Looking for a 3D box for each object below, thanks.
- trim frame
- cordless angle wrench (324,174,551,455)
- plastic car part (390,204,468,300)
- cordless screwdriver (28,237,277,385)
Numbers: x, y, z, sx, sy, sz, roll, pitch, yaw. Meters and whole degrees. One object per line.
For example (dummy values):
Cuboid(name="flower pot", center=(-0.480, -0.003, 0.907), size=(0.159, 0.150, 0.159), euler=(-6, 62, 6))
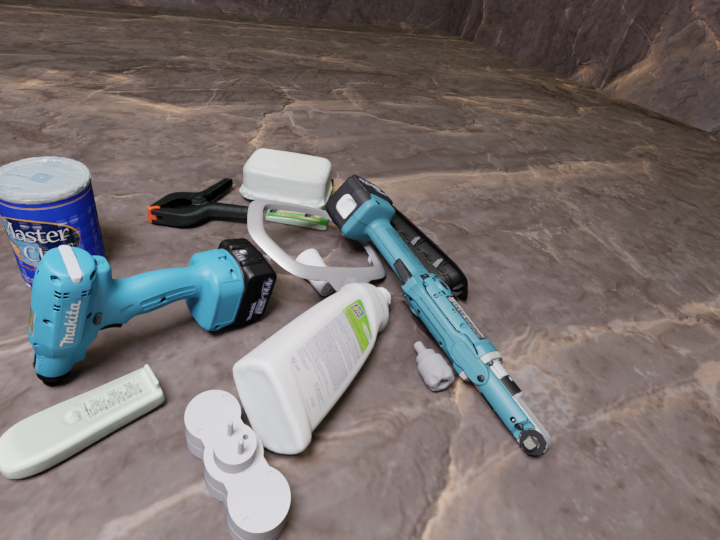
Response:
Cuboid(name="trim frame", center=(-0.060, -0.039, 0.616), size=(0.236, 0.027, 0.193), euler=(3, 39, -51))
Cuboid(name="cordless angle wrench", center=(0.090, 0.036, 0.564), size=(0.093, 0.075, 0.444), euler=(15, 34, -50))
Cuboid(name="plastic car part", center=(0.087, -0.025, 0.670), size=(0.065, 0.064, 0.214), euler=(-24, 49, -26))
Cuboid(name="cordless screwdriver", center=(-0.224, 0.043, 0.474), size=(0.238, 0.158, 0.078), euler=(-7, 43, -47))
